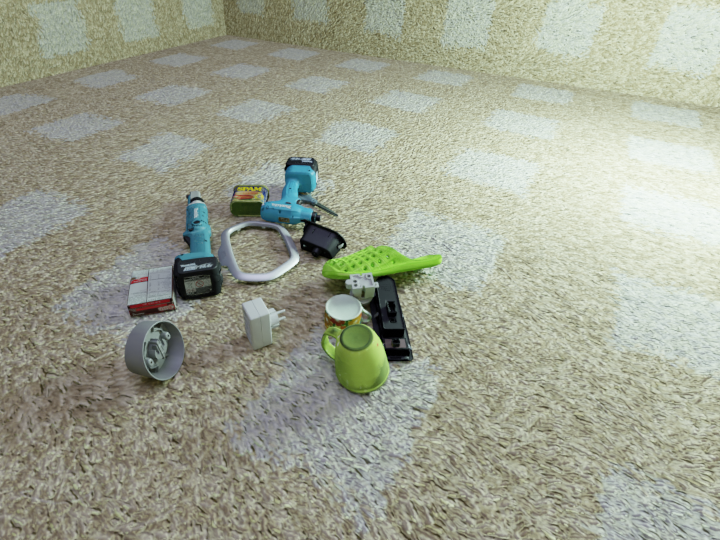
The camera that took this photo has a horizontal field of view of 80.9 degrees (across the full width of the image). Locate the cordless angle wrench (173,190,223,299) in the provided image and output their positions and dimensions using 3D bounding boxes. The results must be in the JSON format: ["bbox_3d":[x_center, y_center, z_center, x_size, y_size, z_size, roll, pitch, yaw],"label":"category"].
[{"bbox_3d":[-0.403,-0.095,1.044,0.096,0.072,0.444,-10,38,-15],"label":"cordless angle wrench"}]

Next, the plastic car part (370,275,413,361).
[{"bbox_3d":[0.054,0.082,0.834,0.066,0.065,0.210,-7,36,0],"label":"plastic car part"}]

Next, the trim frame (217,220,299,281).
[{"bbox_3d":[-0.251,-0.052,1.023,0.180,0.027,0.262,-13,42,-18],"label":"trim frame"}]

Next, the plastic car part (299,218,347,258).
[{"bbox_3d":[-0.100,-0.065,1.022,0.121,0.063,0.071,24,58,21],"label":"plastic car part"}]

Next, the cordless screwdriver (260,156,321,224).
[{"bbox_3d":[-0.164,-0.217,1.172,0.162,0.072,0.253,7,46,8],"label":"cordless screwdriver"}]
